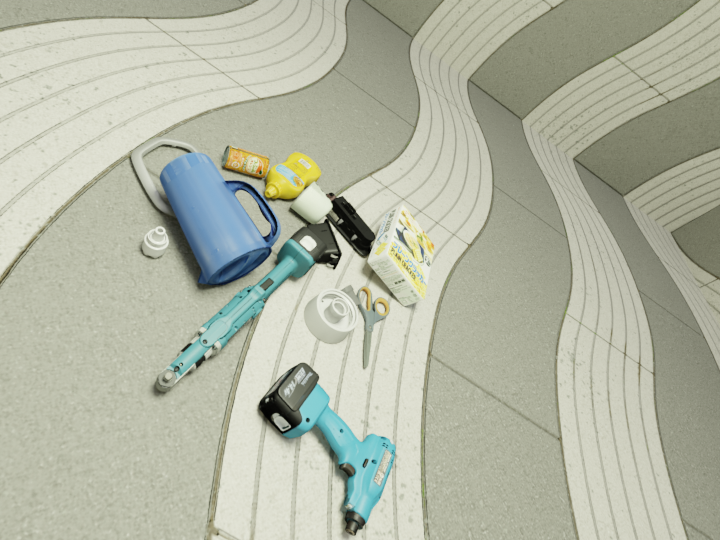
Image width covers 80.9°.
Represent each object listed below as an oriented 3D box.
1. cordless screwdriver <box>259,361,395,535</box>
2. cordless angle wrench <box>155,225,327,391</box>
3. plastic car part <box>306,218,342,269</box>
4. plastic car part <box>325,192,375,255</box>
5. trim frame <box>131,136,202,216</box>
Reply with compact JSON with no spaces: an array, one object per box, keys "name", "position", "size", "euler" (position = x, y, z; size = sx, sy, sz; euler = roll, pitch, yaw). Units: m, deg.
[{"name":"cordless screwdriver","position":[-0.058,0.285,0.694],"size":[0.248,0.075,0.158],"euler":[42,41,-3]},{"name":"cordless angle wrench","position":[-0.207,0.060,0.778],"size":[0.074,0.099,0.419],"euler":[41,46,-2]},{"name":"plastic car part","position":[-0.096,-0.063,0.985],"size":[0.069,0.065,0.121],"euler":[-9,56,-25]},{"name":"plastic car part","position":[-0.029,-0.129,1.087],"size":[0.207,0.068,0.064],"euler":[54,36,11]},{"name":"trim frame","position":[-0.384,-0.199,0.917],"size":[0.177,0.027,0.257],"euler":[-19,65,-43]}]
